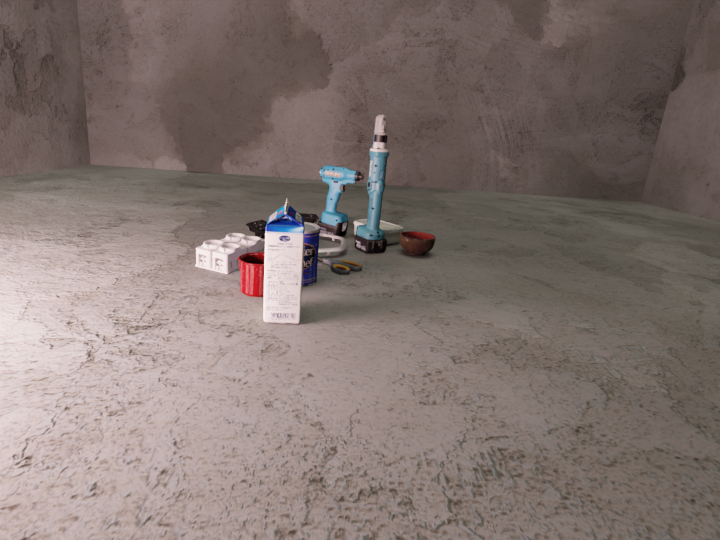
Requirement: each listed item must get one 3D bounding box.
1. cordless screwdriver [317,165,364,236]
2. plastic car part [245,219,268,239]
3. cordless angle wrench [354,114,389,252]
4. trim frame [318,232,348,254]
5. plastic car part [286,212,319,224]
[{"bbox_3d":[-0.071,-0.238,1.482,0.167,0.245,0.072,14,18,28],"label":"cordless screwdriver"},{"bbox_3d":[-0.286,-0.106,1.329,0.063,0.066,0.215,-10,23,-39],"label":"plastic car part"},{"bbox_3d":[0.048,-0.266,1.318,0.071,0.416,0.103,-4,18,-28],"label":"cordless angle wrench"},{"bbox_3d":[-0.133,-0.087,1.364,0.185,0.027,0.251,4,18,1],"label":"trim frame"},{"bbox_3d":[-0.215,-0.170,1.530,0.114,0.070,0.068,-1,18,-14],"label":"plastic car part"}]
